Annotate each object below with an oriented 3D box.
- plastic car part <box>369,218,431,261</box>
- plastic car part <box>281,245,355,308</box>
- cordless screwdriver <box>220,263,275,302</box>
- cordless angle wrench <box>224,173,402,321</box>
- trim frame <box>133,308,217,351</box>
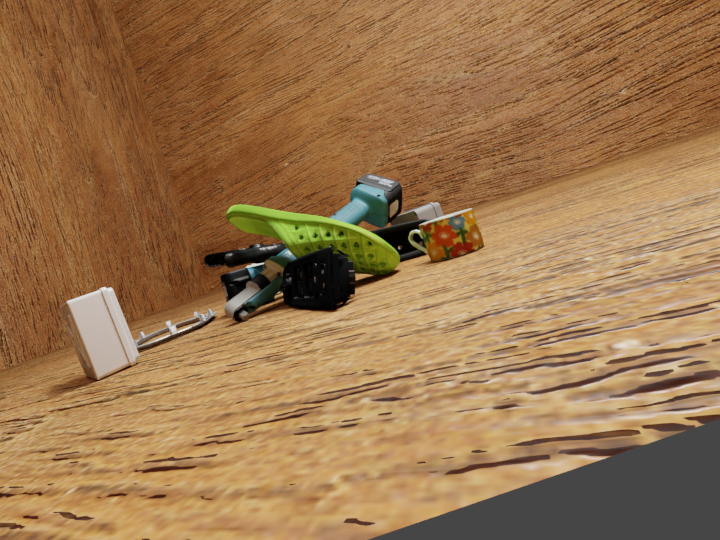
[{"bbox_3d":[0.084,-0.047,0.724,0.120,0.067,0.068,-13,-9,29],"label":"plastic car part"},{"bbox_3d":[-0.054,0.012,0.540,0.065,0.066,0.209,-9,-1,-29],"label":"plastic car part"},{"bbox_3d":[-0.146,0.012,0.836,0.244,0.074,0.162,-16,3,-16],"label":"cordless screwdriver"},{"bbox_3d":[-0.073,-0.048,0.749,0.103,0.072,0.416,23,47,30],"label":"cordless angle wrench"},{"bbox_3d":[-0.369,0.114,0.806,0.183,0.027,0.252,-21,7,-7],"label":"trim frame"}]
